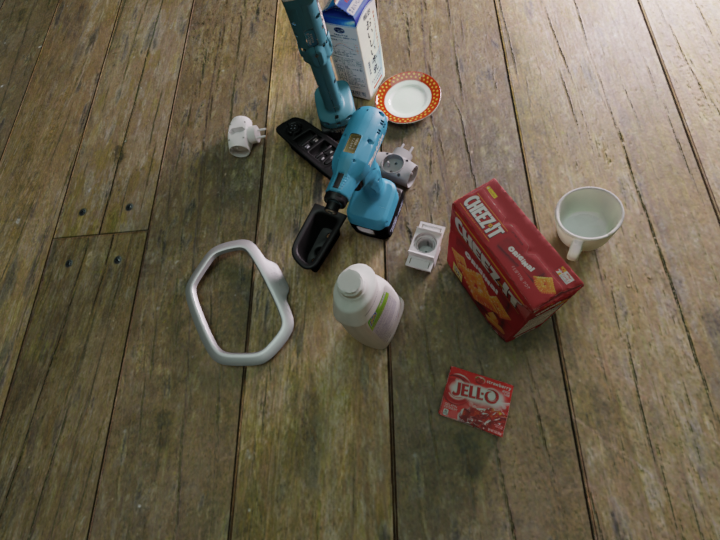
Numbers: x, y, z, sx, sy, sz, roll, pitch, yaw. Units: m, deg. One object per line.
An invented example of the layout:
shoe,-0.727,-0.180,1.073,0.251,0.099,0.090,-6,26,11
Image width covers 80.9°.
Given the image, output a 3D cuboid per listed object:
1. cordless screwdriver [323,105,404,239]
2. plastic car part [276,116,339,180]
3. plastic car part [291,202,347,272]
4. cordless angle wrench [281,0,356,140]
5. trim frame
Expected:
cordless screwdriver,0.005,-0.116,0.662,0.077,0.239,0.160,17,75,16
plastic car part,-0.085,-0.234,0.829,0.066,0.064,0.212,-44,65,-5
plastic car part,-0.073,-0.048,0.750,0.068,0.068,0.117,23,76,19
cordless angle wrench,-0.075,-0.370,0.691,0.075,0.406,0.101,-12,69,6
trim frame,-0.221,0.055,0.771,0.184,0.026,0.259,-33,65,0
